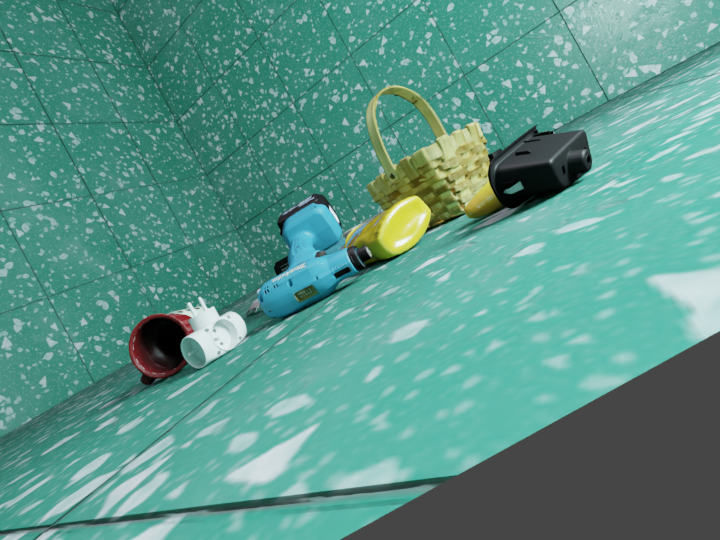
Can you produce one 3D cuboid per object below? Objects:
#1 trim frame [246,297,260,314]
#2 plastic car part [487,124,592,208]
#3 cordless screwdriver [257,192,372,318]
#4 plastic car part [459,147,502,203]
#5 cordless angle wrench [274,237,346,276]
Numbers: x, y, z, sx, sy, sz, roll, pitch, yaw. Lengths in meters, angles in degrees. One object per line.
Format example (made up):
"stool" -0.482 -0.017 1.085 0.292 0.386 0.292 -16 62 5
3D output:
"trim frame" -0.192 0.053 1.003 0.183 0.027 0.252 -29 7 -10
"plastic car part" 0.184 -0.102 0.409 0.074 0.064 0.114 -4 24 47
"cordless screwdriver" -0.062 -0.041 0.636 0.161 0.071 0.255 -28 28 14
"plastic car part" 0.248 -0.181 0.766 0.199 0.066 0.069 -35 13 -30
"cordless angle wrench" -0.067 -0.036 0.970 0.099 0.074 0.416 -27 3 17
